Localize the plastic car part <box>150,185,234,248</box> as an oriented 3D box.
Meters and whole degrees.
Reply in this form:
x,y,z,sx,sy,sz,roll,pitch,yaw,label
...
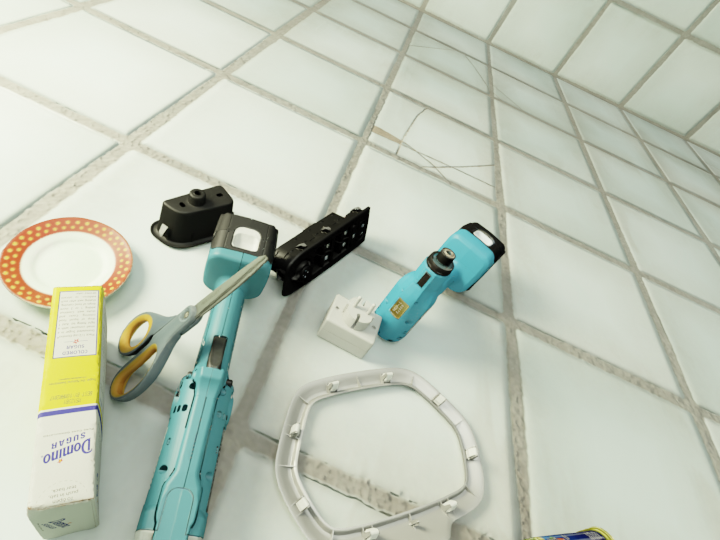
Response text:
x,y,z,sx,sy,sz,roll,pitch,yaw,label
-0.216,-0.079,0.566,0.113,0.070,0.068,-23,62,-44,plastic car part

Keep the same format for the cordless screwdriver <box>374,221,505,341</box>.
x,y,z,sx,sy,sz,roll,pitch,yaw,label
0.126,-0.005,0.595,0.077,0.158,0.242,45,43,15,cordless screwdriver

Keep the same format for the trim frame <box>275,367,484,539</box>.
x,y,z,sx,sy,sz,roll,pitch,yaw,label
0.028,0.193,0.453,0.239,0.027,0.192,0,50,-28,trim frame

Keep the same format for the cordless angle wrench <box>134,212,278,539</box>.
x,y,z,sx,sy,sz,roll,pitch,yaw,label
-0.148,0.125,0.397,0.072,0.098,0.435,15,48,-16,cordless angle wrench

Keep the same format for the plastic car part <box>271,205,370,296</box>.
x,y,z,sx,sy,sz,roll,pitch,yaw,label
-0.060,-0.039,0.609,0.069,0.065,0.200,29,42,15,plastic car part
